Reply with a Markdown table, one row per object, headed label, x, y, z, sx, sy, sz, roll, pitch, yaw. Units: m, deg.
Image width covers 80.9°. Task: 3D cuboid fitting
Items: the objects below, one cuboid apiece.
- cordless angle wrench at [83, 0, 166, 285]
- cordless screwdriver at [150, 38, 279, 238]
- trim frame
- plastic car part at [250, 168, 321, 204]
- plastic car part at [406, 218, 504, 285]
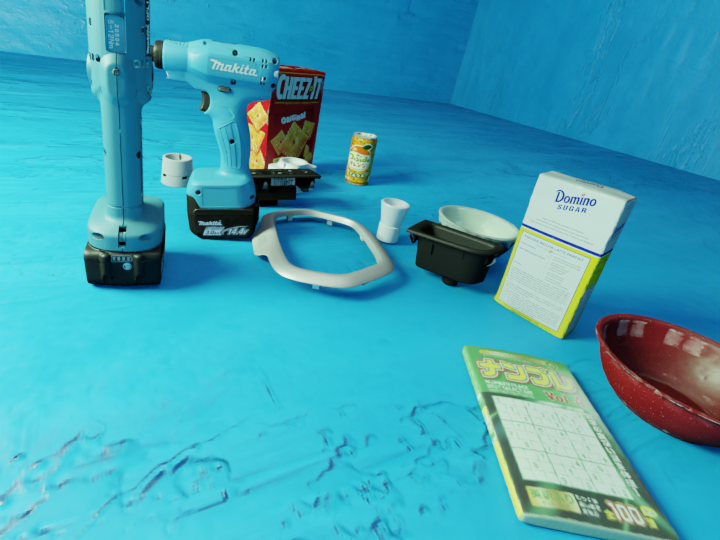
| label | x | y | z | sx | sy | sz | roll | pitch | yaw |
| --- | --- | --- | --- | --- | --- | --- | --- | --- | --- |
| cordless angle wrench | -0.222 | -0.183 | 0.394 | 0.072 | 0.416 | 0.103 | 2 | 28 | -21 |
| cordless screwdriver | -0.199 | -0.167 | 0.556 | 0.155 | 0.244 | 0.077 | 5 | 27 | -15 |
| trim frame | -0.058 | -0.038 | 0.594 | 0.179 | 0.027 | 0.260 | 0 | 29 | -18 |
| plastic car part | -0.174 | -0.145 | 0.716 | 0.197 | 0.066 | 0.070 | -1 | 29 | -21 |
| plastic car part | 0.121 | -0.017 | 0.567 | 0.122 | 0.070 | 0.064 | 26 | 30 | 27 |
